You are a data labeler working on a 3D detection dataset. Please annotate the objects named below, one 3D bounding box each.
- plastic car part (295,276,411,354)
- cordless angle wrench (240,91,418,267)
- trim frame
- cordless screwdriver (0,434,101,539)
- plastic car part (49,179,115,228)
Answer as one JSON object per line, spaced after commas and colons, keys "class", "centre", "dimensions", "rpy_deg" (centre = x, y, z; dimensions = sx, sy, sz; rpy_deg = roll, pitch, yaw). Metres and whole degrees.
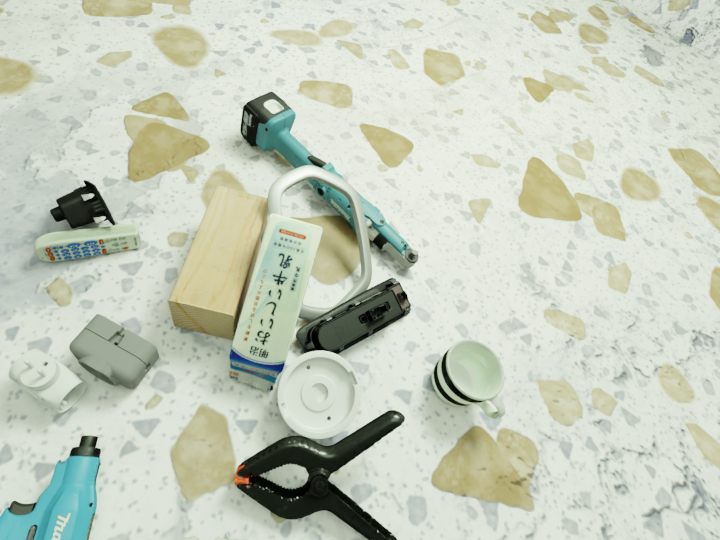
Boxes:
{"class": "plastic car part", "centre": [0.001, 0.076, 0.645], "dimensions": [0.198, 0.069, 0.066], "rpy_deg": [-25, 94, -23]}
{"class": "cordless angle wrench", "centre": [-0.057, -0.160, 0.780], "dimensions": [0.433, 0.097, 0.073], "rpy_deg": [45, 57, 12]}
{"class": "trim frame", "centre": [-0.065, -0.043, 0.667], "dimensions": [0.178, 0.029, 0.247], "rpy_deg": [-12, 94, -30]}
{"class": "cordless screwdriver", "centre": [-0.406, 0.251, 0.430], "dimensions": [0.243, 0.074, 0.164], "rpy_deg": [7, 56, -14]}
{"class": "plastic car part", "centre": [-0.427, -0.095, 0.638], "dimensions": [0.069, 0.064, 0.123], "rpy_deg": [-33, 33, -31]}
